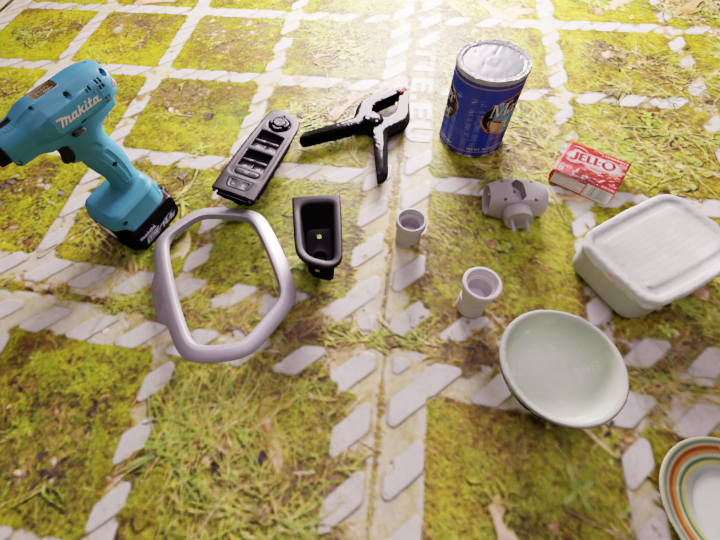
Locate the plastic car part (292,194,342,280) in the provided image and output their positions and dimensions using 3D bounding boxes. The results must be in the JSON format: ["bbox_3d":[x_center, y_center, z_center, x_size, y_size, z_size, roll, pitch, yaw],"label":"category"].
[{"bbox_3d":[-0.055,-0.036,0.562,0.066,0.069,0.120,-5,58,-2],"label":"plastic car part"}]

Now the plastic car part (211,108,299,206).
[{"bbox_3d":[-0.149,-0.171,0.656,0.068,0.065,0.205,15,60,10],"label":"plastic car part"}]

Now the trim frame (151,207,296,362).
[{"bbox_3d":[-0.191,0.007,0.569,0.182,0.026,0.260,-23,59,-11],"label":"trim frame"}]

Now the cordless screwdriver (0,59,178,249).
[{"bbox_3d":[-0.334,-0.113,0.527,0.077,0.241,0.159,27,62,14],"label":"cordless screwdriver"}]
